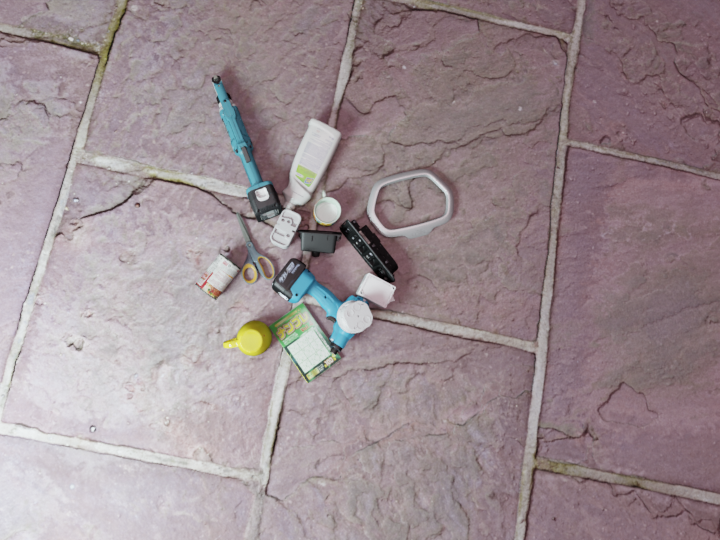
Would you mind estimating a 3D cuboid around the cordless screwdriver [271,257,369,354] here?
[{"bbox_3d":[-0.115,0.089,1.077,0.248,0.074,0.159,32,72,-2],"label":"cordless screwdriver"}]

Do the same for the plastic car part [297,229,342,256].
[{"bbox_3d":[-0.110,-0.072,1.120,0.116,0.066,0.070,1,98,-1],"label":"plastic car part"}]

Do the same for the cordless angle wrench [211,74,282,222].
[{"bbox_3d":[-0.318,-0.338,1.133,0.074,0.097,0.430,-22,80,-9],"label":"cordless angle wrench"}]

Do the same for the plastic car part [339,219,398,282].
[{"bbox_3d":[0.030,-0.055,1.125,0.065,0.067,0.205,-31,83,-34],"label":"plastic car part"}]

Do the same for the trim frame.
[{"bbox_3d":[0.138,-0.182,1.164,0.246,0.027,0.186,-15,82,-7],"label":"trim frame"}]
